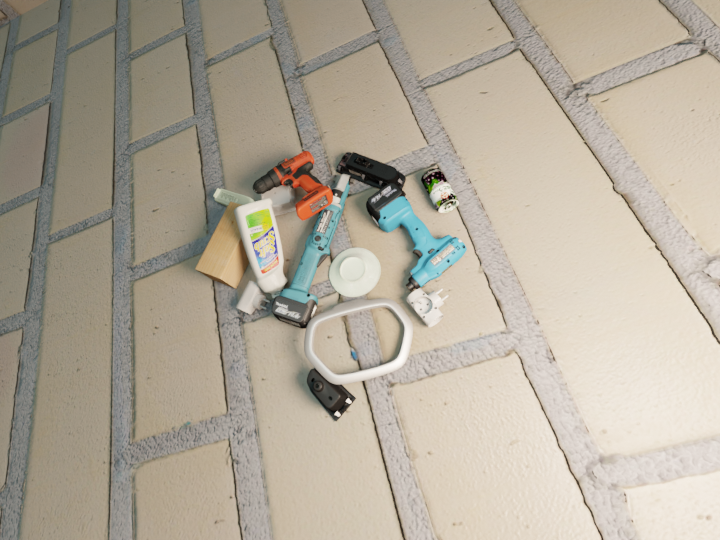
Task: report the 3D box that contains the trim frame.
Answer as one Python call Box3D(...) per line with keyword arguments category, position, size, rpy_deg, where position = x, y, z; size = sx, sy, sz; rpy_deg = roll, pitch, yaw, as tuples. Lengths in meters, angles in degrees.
Box3D(category="trim frame", position=(-0.005, 0.150, 0.945), size=(0.249, 0.026, 0.190), rpy_deg=(-17, 64, 2))

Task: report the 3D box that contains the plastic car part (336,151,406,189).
Box3D(category="plastic car part", position=(0.027, -0.269, 1.117), size=(0.212, 0.064, 0.066), rpy_deg=(29, 72, 24))

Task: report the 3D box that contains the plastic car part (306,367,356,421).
Box3D(category="plastic car part", position=(-0.078, 0.260, 0.921), size=(0.122, 0.068, 0.066), rpy_deg=(39, 83, 24))

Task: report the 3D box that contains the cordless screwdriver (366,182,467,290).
Box3D(category="cordless screwdriver", position=(0.106, -0.081, 1.003), size=(0.159, 0.071, 0.260), rpy_deg=(-41, 65, -1))

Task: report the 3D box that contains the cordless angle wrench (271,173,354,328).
Box3D(category="cordless angle wrench", position=(-0.105, -0.068, 1.069), size=(0.100, 0.072, 0.426), rpy_deg=(16, 70, 9))
